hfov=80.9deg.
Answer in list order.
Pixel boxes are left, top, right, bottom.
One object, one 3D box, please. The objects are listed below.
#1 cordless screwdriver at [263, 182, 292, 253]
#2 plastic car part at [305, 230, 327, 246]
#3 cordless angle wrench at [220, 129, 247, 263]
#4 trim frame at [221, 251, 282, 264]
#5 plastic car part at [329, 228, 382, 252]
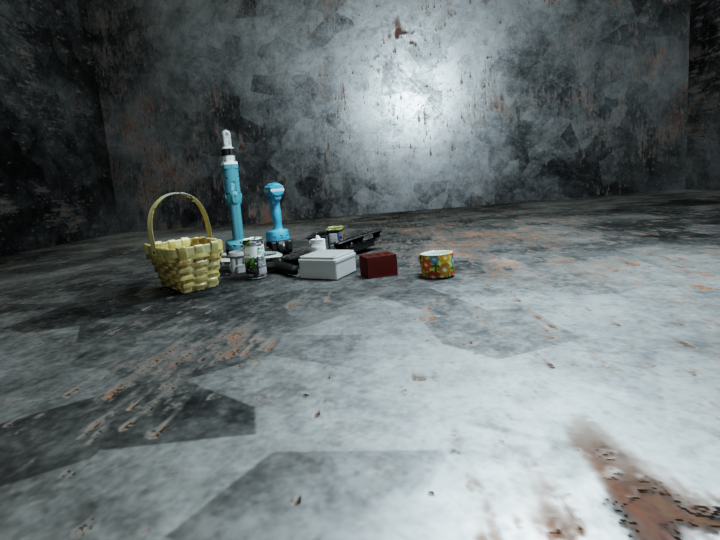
[{"bbox_3d":[-0.304,-0.183,1.494,0.072,0.246,0.166,-8,9,-24],"label":"cordless screwdriver"},{"bbox_3d":[-0.137,-0.090,1.403,0.067,0.070,0.116,-4,11,7],"label":"plastic car part"},{"bbox_3d":[-0.409,-0.234,1.354,0.072,0.419,0.102,-8,9,-26],"label":"cordless angle wrench"},{"bbox_3d":[-0.375,-0.042,1.380,0.255,0.027,0.182,-2,12,14],"label":"trim frame"},{"bbox_3d":[-0.015,-0.087,1.344,0.195,0.066,0.070,-15,14,-42],"label":"plastic car part"}]
